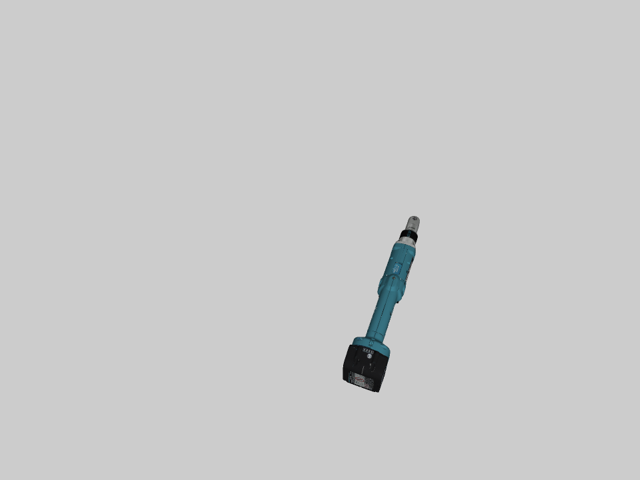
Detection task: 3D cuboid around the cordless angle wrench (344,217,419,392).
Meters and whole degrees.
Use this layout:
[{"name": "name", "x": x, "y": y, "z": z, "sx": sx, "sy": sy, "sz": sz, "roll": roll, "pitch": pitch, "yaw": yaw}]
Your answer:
[{"name": "cordless angle wrench", "x": 0.150, "y": 0.102, "z": 0.895, "sx": 0.074, "sy": 0.421, "sz": 0.098, "roll": 16, "pitch": -36, "yaw": 15}]
